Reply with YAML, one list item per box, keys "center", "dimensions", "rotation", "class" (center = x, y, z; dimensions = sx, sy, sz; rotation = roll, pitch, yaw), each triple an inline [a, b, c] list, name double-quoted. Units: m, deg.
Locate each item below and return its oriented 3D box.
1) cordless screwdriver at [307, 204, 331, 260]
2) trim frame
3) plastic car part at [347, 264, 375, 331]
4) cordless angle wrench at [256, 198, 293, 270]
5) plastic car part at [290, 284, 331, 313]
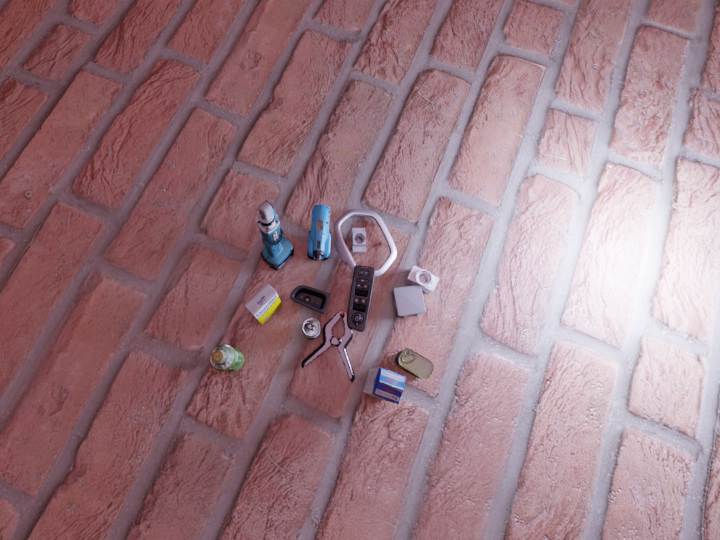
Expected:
- center: [-0.125, -0.082, 1.281]
  dimensions: [0.074, 0.246, 0.162]
  rotation: [4, 75, -5]
  class: "cordless screwdriver"
- center: [0.011, -0.093, 1.400]
  dimensions: [0.182, 0.027, 0.255]
  rotation: [-23, 74, -8]
  class: "trim frame"
- center: [-0.002, 0.089, 1.323]
  dimensions: [0.066, 0.066, 0.205]
  rotation: [9, 73, -1]
  class: "plastic car part"
- center: [-0.250, -0.100, 1.196]
  dimensions: [0.075, 0.418, 0.097]
  rotation: [42, 75, 5]
  class: "cordless angle wrench"
- center: [-0.158, 0.089, 1.319]
  dimensions: [0.118, 0.070, 0.066]
  rotation: [20, 74, 4]
  class: "plastic car part"
